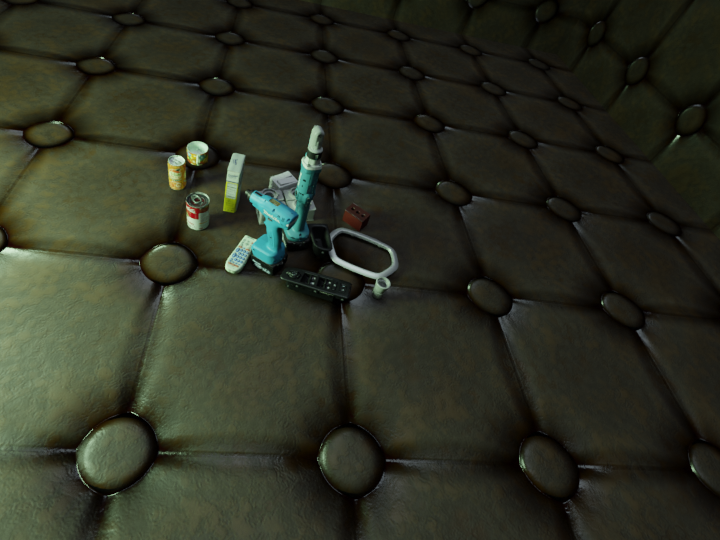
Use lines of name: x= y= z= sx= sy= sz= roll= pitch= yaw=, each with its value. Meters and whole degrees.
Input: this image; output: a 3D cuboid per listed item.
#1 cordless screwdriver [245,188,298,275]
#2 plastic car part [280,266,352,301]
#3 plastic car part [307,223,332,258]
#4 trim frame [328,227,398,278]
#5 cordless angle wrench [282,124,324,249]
cordless screwdriver: x=-0.266 y=-0.109 z=1.190 sx=0.163 sy=0.245 sz=0.073 roll=34 pitch=49 yaw=11
plastic car part: x=-0.131 y=0.043 z=1.214 sx=0.203 sy=0.066 sz=0.067 roll=18 pitch=48 yaw=1
plastic car part: x=-0.129 y=-0.085 z=1.323 sx=0.064 sy=0.070 sz=0.121 roll=-1 pitch=51 yaw=-19
trim frame: x=0.005 y=-0.058 z=1.363 sx=0.250 sy=0.027 sz=0.186 roll=19 pitch=48 yaw=2
cordless angle wrench: x=-0.158 y=-0.222 z=1.201 sx=0.072 sy=0.417 sz=0.102 roll=-7 pitch=55 yaw=-25
